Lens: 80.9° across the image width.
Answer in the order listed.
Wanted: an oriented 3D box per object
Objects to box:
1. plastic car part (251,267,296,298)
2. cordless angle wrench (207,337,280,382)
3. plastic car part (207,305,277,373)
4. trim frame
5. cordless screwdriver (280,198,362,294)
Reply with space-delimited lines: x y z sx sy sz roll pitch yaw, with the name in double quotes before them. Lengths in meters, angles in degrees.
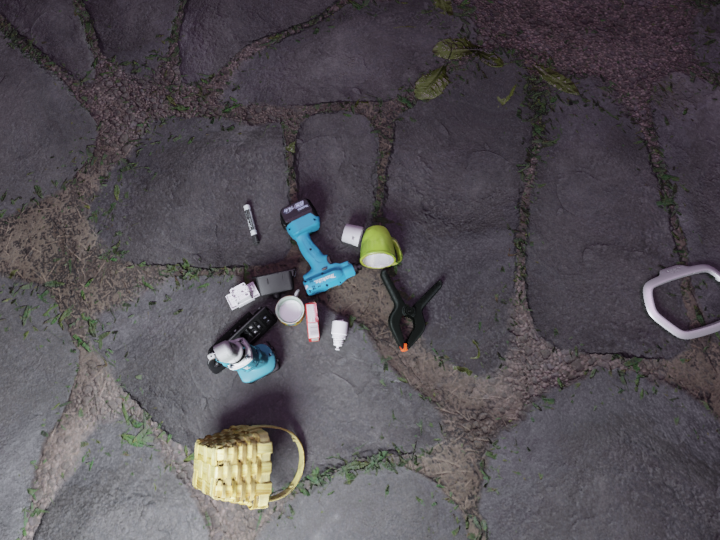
"plastic car part" -0.219 0.036 1.107 0.116 0.066 0.071 -15 88 -2
"cordless angle wrench" -0.234 0.179 0.865 0.097 0.417 0.076 -26 78 -11
"plastic car part" -0.307 0.165 1.057 0.071 0.063 0.202 31 70 37
"trim frame" 0.857 0.075 1.099 0.247 0.027 0.189 -18 73 -4
"cordless screwdriver" -0.111 -0.072 1.132 0.158 0.073 0.254 -22 77 -8
